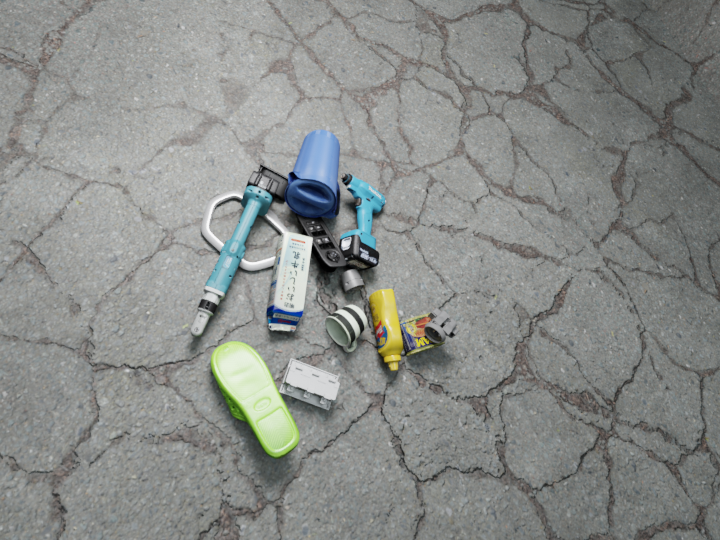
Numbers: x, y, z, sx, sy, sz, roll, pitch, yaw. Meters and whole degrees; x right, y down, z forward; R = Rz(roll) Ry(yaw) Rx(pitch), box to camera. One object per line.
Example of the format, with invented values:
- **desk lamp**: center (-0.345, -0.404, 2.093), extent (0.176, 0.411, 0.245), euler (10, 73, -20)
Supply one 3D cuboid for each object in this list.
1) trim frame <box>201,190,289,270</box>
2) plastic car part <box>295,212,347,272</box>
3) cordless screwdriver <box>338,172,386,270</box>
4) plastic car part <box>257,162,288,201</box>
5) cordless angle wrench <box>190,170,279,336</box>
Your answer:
- **trim frame**: center (-0.297, -0.106, 1.102), extent (0.251, 0.027, 0.183), euler (37, 64, 5)
- **plastic car part**: center (-0.107, -0.070, 1.099), extent (0.063, 0.066, 0.213), euler (-7, 46, -36)
- **cordless screwdriver**: center (-0.009, -0.134, 1.131), extent (0.151, 0.077, 0.253), euler (31, 56, -36)
- **plastic car part**: center (-0.239, -0.231, 1.157), extent (0.115, 0.066, 0.071), euler (31, 78, -5)
- **cordless angle wrench**: center (-0.307, -0.043, 1.014), extent (0.073, 0.099, 0.427), euler (23, 67, -11)
